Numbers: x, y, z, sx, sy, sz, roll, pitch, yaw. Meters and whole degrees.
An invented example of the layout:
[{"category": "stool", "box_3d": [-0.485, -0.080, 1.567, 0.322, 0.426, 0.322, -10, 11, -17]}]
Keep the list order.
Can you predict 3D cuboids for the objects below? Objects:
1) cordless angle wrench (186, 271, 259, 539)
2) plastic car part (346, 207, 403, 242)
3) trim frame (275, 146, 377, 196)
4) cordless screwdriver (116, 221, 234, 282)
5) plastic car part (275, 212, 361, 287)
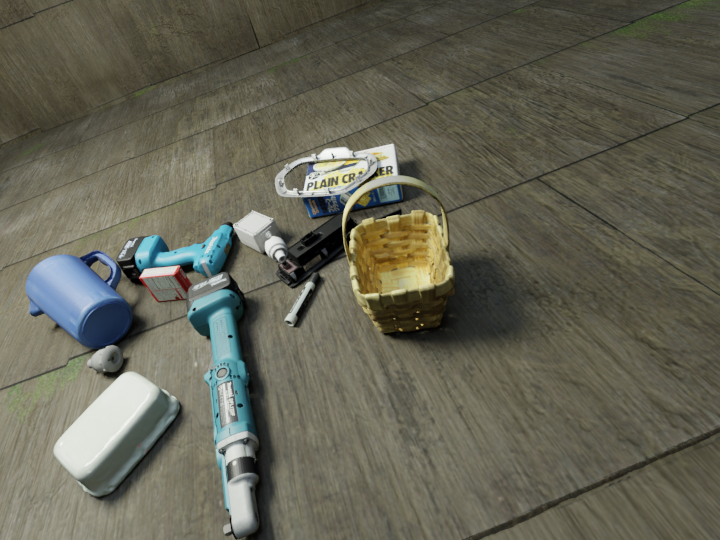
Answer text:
[{"category": "cordless angle wrench", "box_3d": [-0.202, 0.170, 0.646, 0.097, 0.071, 0.445, -24, 43, -5]}, {"category": "plastic car part", "box_3d": [0.040, -0.056, 0.802, 0.116, 0.063, 0.074, -25, 54, -1]}, {"category": "trim frame", "box_3d": [-0.084, -0.223, 0.955, 0.258, 0.026, 0.185, 1, 44, 26]}, {"category": "cordless screwdriver", "box_3d": [-0.414, -0.049, 0.969, 0.254, 0.071, 0.163, -4, 42, 13]}, {"category": "plastic car part", "box_3d": [-0.083, -0.054, 0.847, 0.200, 0.064, 0.070, -35, 35, -20]}]
